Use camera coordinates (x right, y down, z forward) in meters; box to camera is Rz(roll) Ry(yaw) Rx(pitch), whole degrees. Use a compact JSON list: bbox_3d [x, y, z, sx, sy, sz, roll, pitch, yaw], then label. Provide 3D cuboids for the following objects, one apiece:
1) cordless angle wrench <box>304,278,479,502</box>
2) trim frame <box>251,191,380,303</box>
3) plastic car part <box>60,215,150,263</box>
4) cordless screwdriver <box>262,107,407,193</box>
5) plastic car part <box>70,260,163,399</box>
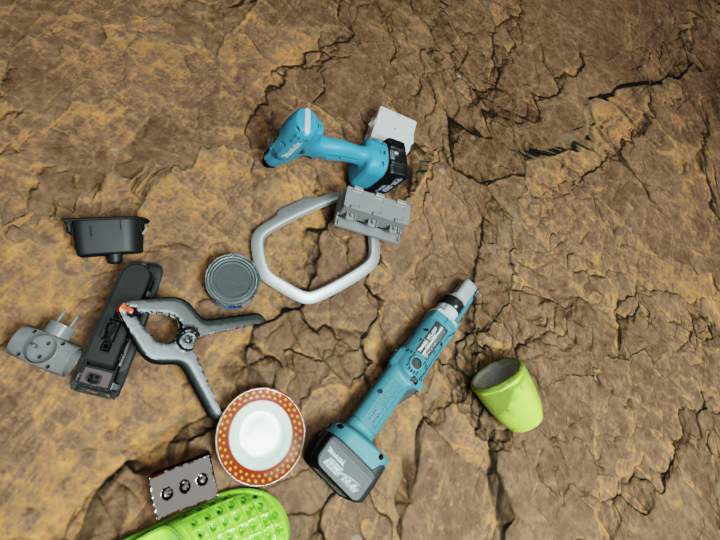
[{"bbox_3d":[0.079,0.157,0.686,0.098,0.075,0.419,42,61,1],"label":"cordless angle wrench"},{"bbox_3d":[-0.073,-0.048,0.748,0.244,0.027,0.187,-30,80,-22],"label":"trim frame"},{"bbox_3d":[-0.384,-0.045,0.644,0.113,0.068,0.071,-2,86,-21],"label":"plastic car part"},{"bbox_3d":[-0.048,-0.203,0.772,0.237,0.164,0.076,10,71,-31],"label":"cordless screwdriver"},{"bbox_3d":[-0.346,0.072,0.604,0.066,0.066,0.206,13,63,-6],"label":"plastic car part"}]
